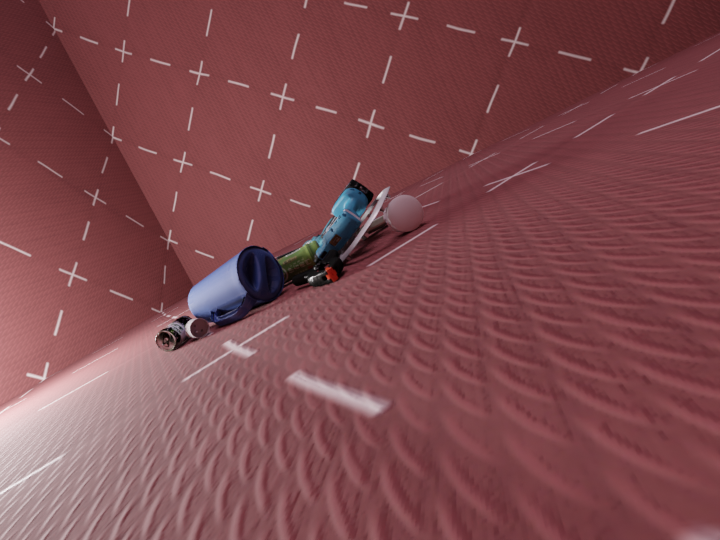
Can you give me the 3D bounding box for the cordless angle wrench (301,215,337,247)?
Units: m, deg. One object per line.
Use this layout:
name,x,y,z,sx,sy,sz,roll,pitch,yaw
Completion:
cordless angle wrench,-0.133,-0.087,1.357,0.098,0.072,0.433,-59,16,-18

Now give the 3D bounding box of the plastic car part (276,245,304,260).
plastic car part,-0.192,-0.032,1.315,0.116,0.067,0.070,-24,-7,0

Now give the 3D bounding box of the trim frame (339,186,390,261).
trim frame,0.010,-0.102,0.975,0.185,0.027,0.250,-50,12,33

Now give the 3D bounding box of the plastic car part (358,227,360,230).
plastic car part,-0.033,-0.125,1.363,0.067,0.066,0.204,4,7,-4

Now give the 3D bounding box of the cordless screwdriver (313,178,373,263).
cordless screwdriver,-0.046,-0.123,1.064,0.160,0.073,0.251,-50,13,30
